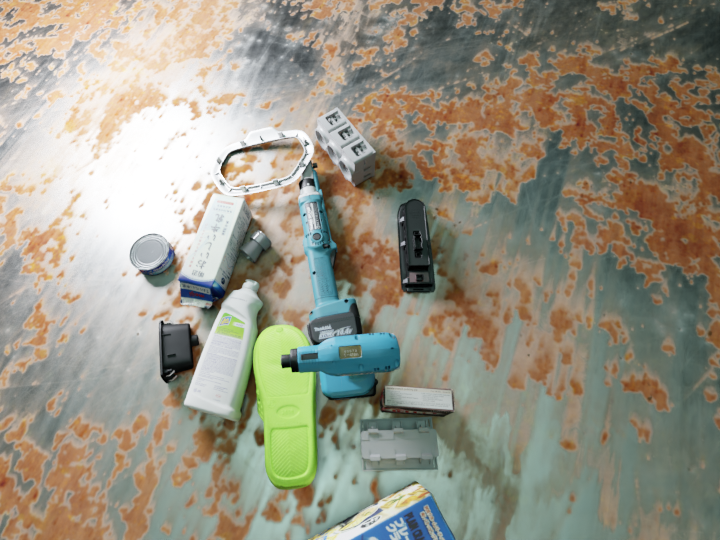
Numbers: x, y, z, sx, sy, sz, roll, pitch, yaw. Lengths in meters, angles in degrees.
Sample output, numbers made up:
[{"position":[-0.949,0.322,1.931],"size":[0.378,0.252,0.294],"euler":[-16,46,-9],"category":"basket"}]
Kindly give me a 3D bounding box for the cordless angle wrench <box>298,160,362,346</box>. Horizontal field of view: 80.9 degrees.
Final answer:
[{"position":[-0.084,-0.055,0.859],"size":[0.098,0.072,0.437],"euler":[-11,63,-3],"category":"cordless angle wrench"}]

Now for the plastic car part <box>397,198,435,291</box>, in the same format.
[{"position":[0.109,-0.061,0.848],"size":[0.067,0.064,0.208],"euler":[-5,63,8],"category":"plastic car part"}]

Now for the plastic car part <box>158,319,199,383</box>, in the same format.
[{"position":[-0.343,0.144,0.801],"size":[0.069,0.065,0.120],"euler":[-4,62,-16],"category":"plastic car part"}]

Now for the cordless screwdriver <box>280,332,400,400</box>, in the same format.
[{"position":[-0.037,0.153,0.660],"size":[0.158,0.244,0.076],"euler":[-4,68,-5],"category":"cordless screwdriver"}]

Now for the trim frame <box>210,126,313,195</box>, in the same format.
[{"position":[-0.227,-0.252,0.962],"size":[0.253,0.026,0.190],"euler":[-10,57,11],"category":"trim frame"}]
